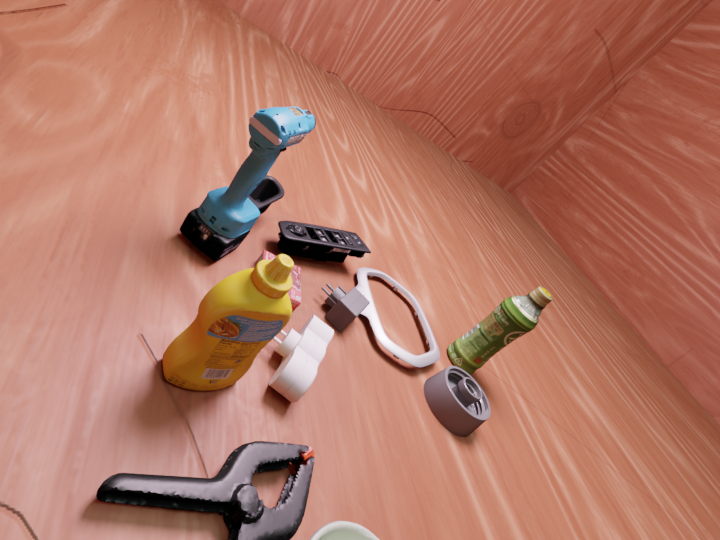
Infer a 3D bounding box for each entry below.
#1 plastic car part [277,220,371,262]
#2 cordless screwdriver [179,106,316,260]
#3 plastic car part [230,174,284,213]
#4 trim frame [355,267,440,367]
[{"bbox_3d":[-0.078,-0.051,0.799,0.192,0.067,0.069,12,39,-42],"label":"plastic car part"},{"bbox_3d":[-0.158,-0.136,0.630,0.074,0.250,0.158,41,28,-3],"label":"cordless screwdriver"},{"bbox_3d":[-0.191,-0.125,0.767,0.067,0.071,0.115,43,28,3],"label":"plastic car part"},{"bbox_3d":[0.066,0.084,0.816,0.176,0.028,0.259,23,31,-28],"label":"trim frame"}]
